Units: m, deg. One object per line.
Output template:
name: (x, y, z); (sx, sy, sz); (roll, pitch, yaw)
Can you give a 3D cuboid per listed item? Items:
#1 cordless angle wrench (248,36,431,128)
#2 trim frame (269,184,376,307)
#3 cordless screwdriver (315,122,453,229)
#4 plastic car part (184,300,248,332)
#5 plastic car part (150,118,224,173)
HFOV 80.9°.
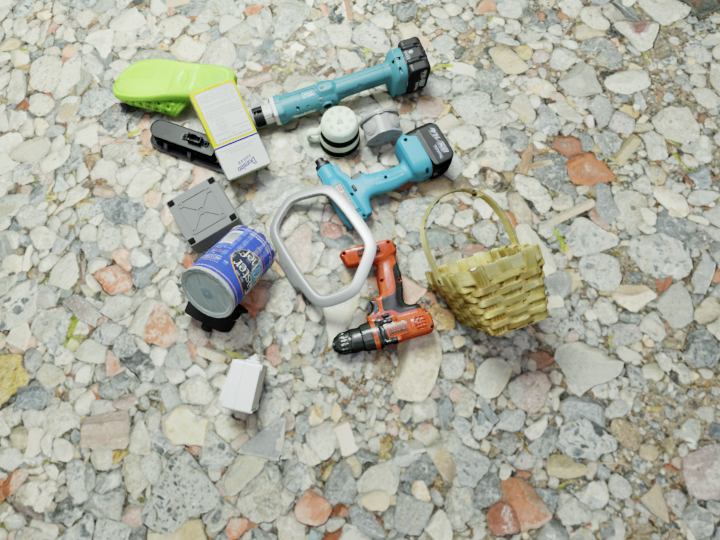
cordless angle wrench: (-0.073, -0.360, 0.869); (0.423, 0.096, 0.075); (-18, 81, 1)
trim frame: (-0.077, -0.050, 0.784); (0.185, 0.026, 0.259); (-41, 65, 11)
cordless screwdriver: (0.042, -0.205, 0.831); (0.248, 0.073, 0.163); (-31, 77, -2)
plastic car part: (-0.276, 0.075, 0.781); (0.118, 0.065, 0.071); (32, 94, 5)
plastic car part: (-0.350, -0.261, 0.870); (0.207, 0.065, 0.066); (20, 85, 9)
